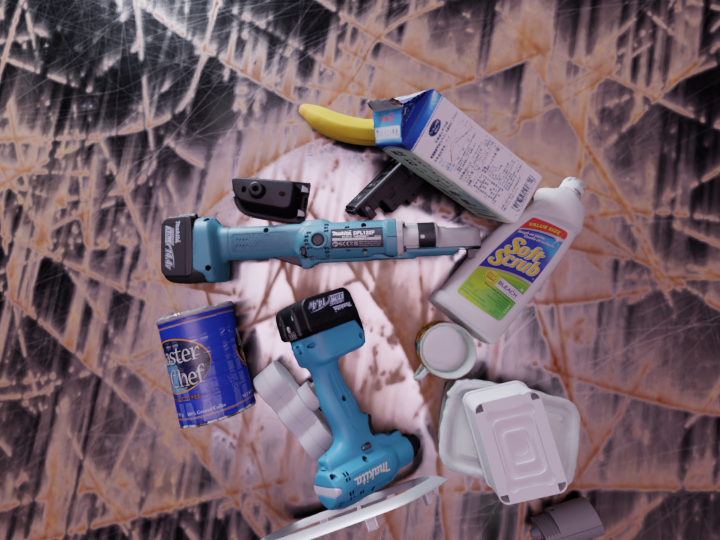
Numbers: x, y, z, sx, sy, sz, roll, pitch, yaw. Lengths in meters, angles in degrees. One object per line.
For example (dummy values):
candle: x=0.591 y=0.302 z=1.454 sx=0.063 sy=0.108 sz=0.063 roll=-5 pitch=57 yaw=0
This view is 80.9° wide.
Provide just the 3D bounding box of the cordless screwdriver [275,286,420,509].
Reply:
cordless screwdriver: x=-0.012 y=0.149 z=0.553 sx=0.152 sy=0.076 sz=0.254 roll=-7 pitch=73 yaw=-39

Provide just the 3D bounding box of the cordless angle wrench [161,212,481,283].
cordless angle wrench: x=-0.056 y=-0.037 z=0.577 sx=0.428 sy=0.073 sz=0.098 roll=-2 pitch=85 yaw=7

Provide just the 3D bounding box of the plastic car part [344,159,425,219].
plastic car part: x=0.070 y=-0.141 z=0.595 sx=0.066 sy=0.067 sz=0.203 roll=42 pitch=89 yaw=-6

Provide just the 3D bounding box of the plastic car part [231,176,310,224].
plastic car part: x=-0.135 y=-0.108 z=0.604 sx=0.117 sy=0.070 sz=0.066 roll=9 pitch=85 yaw=1

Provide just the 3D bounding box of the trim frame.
trim frame: x=-0.013 y=0.292 z=0.500 sx=0.249 sy=0.177 sz=0.028 roll=-23 pitch=69 yaw=1
